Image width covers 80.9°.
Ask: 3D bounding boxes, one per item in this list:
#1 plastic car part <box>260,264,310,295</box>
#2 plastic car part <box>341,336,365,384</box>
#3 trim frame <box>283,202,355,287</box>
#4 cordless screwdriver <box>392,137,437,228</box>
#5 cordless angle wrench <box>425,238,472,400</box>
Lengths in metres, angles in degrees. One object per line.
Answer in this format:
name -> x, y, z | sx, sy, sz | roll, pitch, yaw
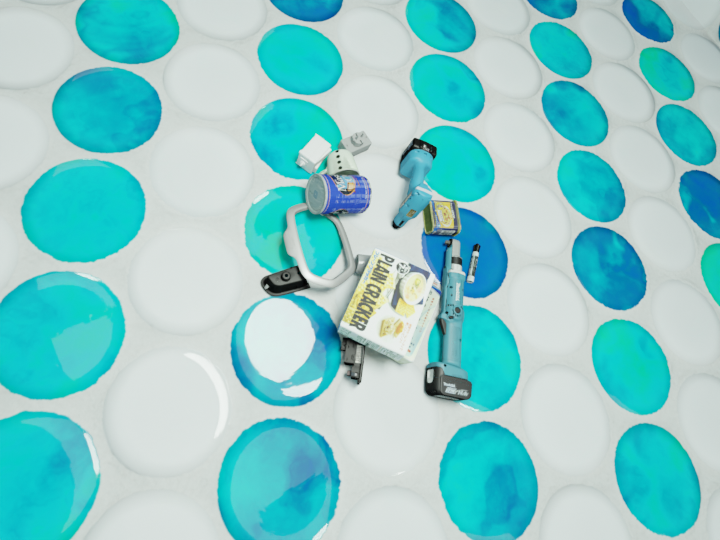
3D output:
plastic car part -> -0.178, 0.020, 1.023 | 0.113, 0.071, 0.067 | -16, 76, -23
plastic car part -> -0.009, 0.166, 1.022 | 0.069, 0.064, 0.205 | 7, 68, 12
trim frame -> -0.104, -0.068, 1.066 | 0.176, 0.028, 0.257 | -1, 61, -33
cordless screwdriver -> 0.143, -0.240, 1.175 | 0.073, 0.159, 0.254 | 21, 52, -14
cordless angle wrench -> 0.236, 0.110, 1.096 | 0.096, 0.074, 0.430 | 14, 66, -12
